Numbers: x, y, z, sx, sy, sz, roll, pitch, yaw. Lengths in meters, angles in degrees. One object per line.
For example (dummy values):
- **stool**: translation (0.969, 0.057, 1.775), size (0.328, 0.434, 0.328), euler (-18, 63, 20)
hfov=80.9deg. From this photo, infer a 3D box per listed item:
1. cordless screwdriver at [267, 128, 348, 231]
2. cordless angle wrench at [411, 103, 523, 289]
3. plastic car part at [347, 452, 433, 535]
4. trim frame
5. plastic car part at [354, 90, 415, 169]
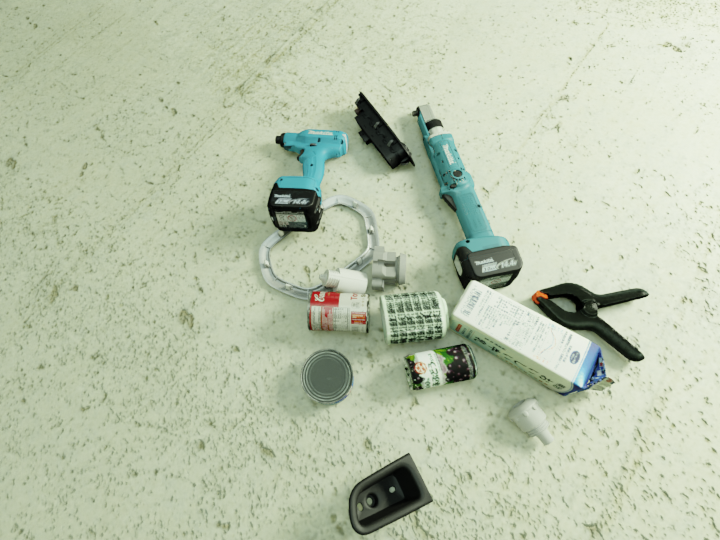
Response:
- **cordless screwdriver**: translation (-0.126, -0.195, 0.849), size (0.163, 0.071, 0.252), euler (6, 55, 13)
- **cordless angle wrench**: translation (0.180, -0.167, 0.808), size (0.098, 0.072, 0.438), euler (-13, 61, 0)
- **plastic car part**: translation (0.028, 0.318, 0.593), size (0.114, 0.070, 0.069), euler (-18, 63, -20)
- **trim frame**: translation (-0.079, -0.052, 0.811), size (0.247, 0.026, 0.192), euler (-35, 64, -7)
- **plastic car part**: translation (0.040, -0.286, 0.888), size (0.067, 0.063, 0.212), euler (-36, 65, 0)
